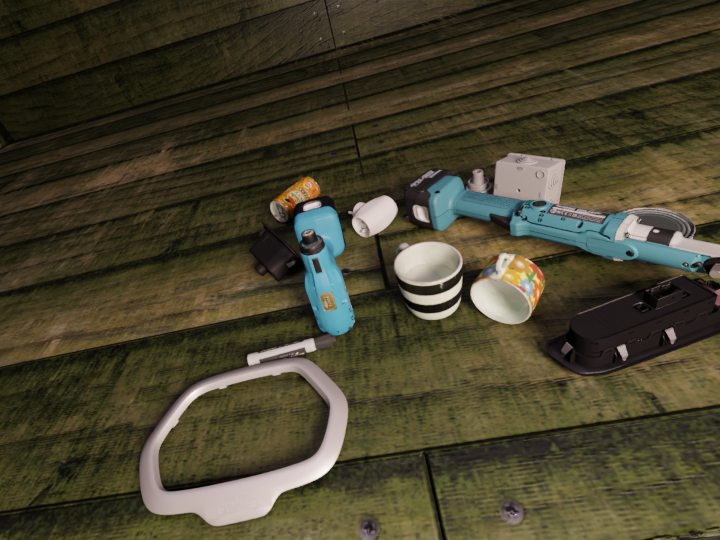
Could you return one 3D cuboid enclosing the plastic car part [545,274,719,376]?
[{"bbox_3d":[0.302,0.053,0.448,0.202,0.064,0.069,-22,42,-2],"label":"plastic car part"}]

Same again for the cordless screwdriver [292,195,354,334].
[{"bbox_3d":[-0.062,-0.041,0.638,0.075,0.153,0.258,-15,34,1],"label":"cordless screwdriver"}]

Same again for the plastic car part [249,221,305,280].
[{"bbox_3d":[-0.155,-0.024,0.741,0.071,0.062,0.123,-41,43,-7],"label":"plastic car part"}]

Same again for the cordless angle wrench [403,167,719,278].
[{"bbox_3d":[0.250,-0.070,0.595,0.096,0.071,0.448,-37,38,-26],"label":"cordless angle wrench"}]

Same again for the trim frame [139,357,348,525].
[{"bbox_3d":[-0.135,0.184,0.485,0.249,0.026,0.191,-15,36,2],"label":"trim frame"}]
